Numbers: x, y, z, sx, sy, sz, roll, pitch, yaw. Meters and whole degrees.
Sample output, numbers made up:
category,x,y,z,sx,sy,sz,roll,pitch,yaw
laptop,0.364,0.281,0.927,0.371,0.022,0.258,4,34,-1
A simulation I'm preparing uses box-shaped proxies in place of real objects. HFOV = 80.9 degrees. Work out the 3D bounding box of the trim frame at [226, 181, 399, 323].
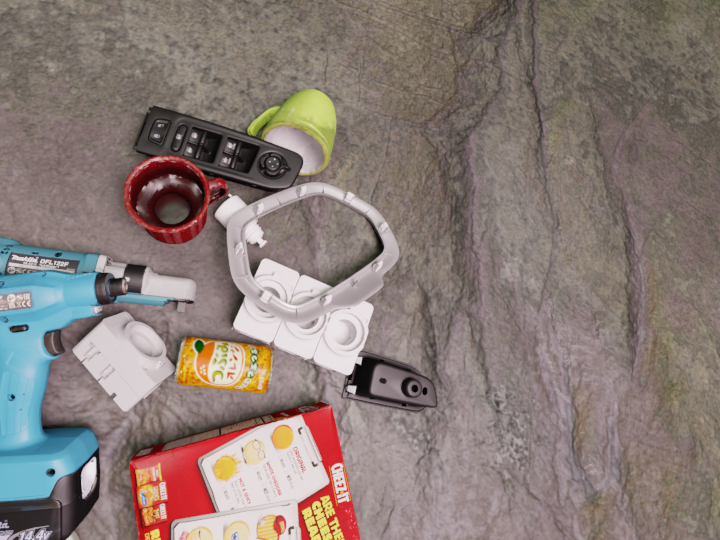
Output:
category,x,y,z,sx,sy,sz,roll,pitch,yaw
trim frame,-0.052,-0.034,0.530,0.242,0.027,0.189,-30,72,-40

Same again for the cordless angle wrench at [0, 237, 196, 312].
category,x,y,z,sx,sy,sz,roll,pitch,yaw
cordless angle wrench,-0.397,-0.003,0.462,0.413,0.075,0.099,8,75,-14

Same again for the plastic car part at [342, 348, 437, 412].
category,x,y,z,sx,sy,sz,roll,pitch,yaw
plastic car part,0.045,0.142,0.524,0.115,0.071,0.066,16,75,-7

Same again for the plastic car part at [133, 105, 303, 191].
category,x,y,z,sx,sy,sz,roll,pitch,yaw
plastic car part,-0.177,-0.143,0.545,0.202,0.066,0.067,14,67,-3

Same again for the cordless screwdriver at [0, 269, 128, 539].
category,x,y,z,sx,sy,sz,roll,pitch,yaw
cordless screwdriver,-0.299,0.123,0.411,0.158,0.075,0.249,-7,89,-6
